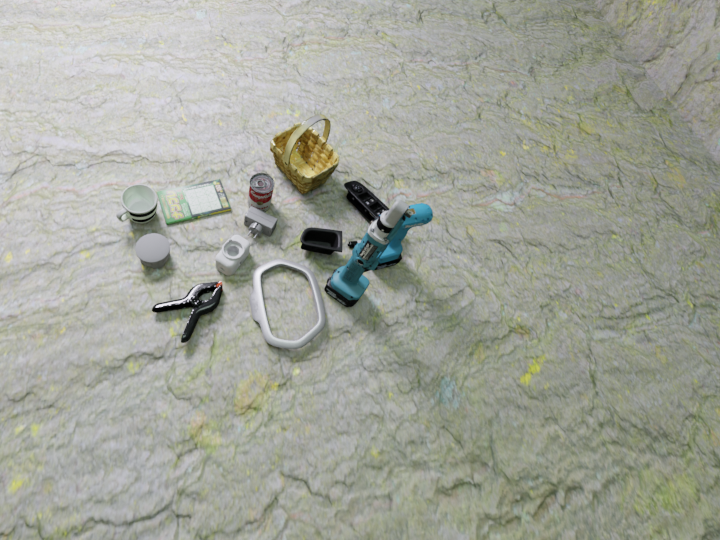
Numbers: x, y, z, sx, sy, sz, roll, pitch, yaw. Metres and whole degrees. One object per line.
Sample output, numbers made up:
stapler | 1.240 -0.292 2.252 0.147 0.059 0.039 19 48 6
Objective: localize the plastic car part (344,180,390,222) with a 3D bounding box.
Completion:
plastic car part | 0.028 -0.189 1.257 0.065 0.066 0.208 -34 75 -28

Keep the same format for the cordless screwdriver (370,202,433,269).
cordless screwdriver | 0.068 -0.085 1.104 0.155 0.248 0.077 -12 69 -23

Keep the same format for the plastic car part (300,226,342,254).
plastic car part | -0.113 -0.074 1.157 0.114 0.070 0.068 7 62 -12

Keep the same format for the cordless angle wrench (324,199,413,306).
cordless angle wrench | 0.014 -0.035 0.962 0.099 0.421 0.074 37 59 2

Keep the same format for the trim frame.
trim frame | -0.188 0.080 1.078 0.179 0.027 0.257 -9 64 -18
